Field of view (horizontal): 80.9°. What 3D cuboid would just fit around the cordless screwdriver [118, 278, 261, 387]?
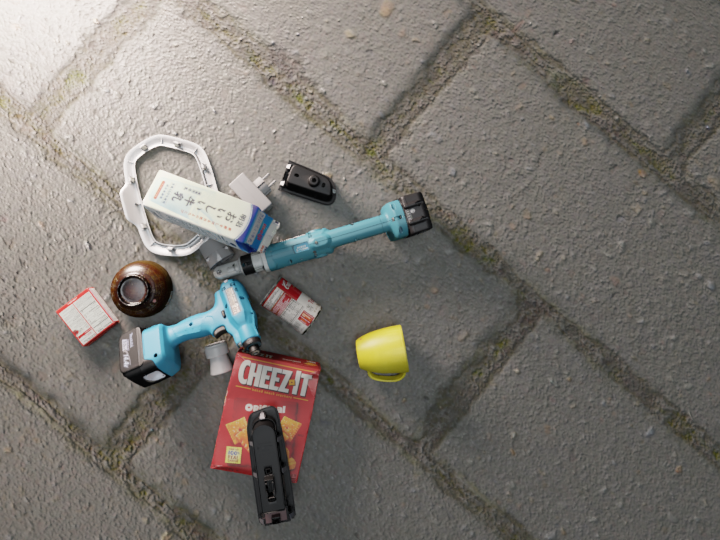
[{"bbox_3d":[-0.304,0.132,0.770,0.247,0.071,0.167,-28,54,-5],"label":"cordless screwdriver"}]

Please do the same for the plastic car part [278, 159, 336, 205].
[{"bbox_3d":[-0.099,-0.173,0.830,0.117,0.071,0.066,20,88,0],"label":"plastic car part"}]

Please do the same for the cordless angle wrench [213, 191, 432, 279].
[{"bbox_3d":[-0.080,-0.052,0.817,0.423,0.097,0.075,-17,88,0],"label":"cordless angle wrench"}]

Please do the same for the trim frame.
[{"bbox_3d":[-0.377,-0.150,0.838,0.183,0.027,0.248,-15,90,-2],"label":"trim frame"}]

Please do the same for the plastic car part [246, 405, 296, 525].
[{"bbox_3d":[-0.160,0.344,0.733,0.066,0.066,0.204,-9,85,0],"label":"plastic car part"}]
